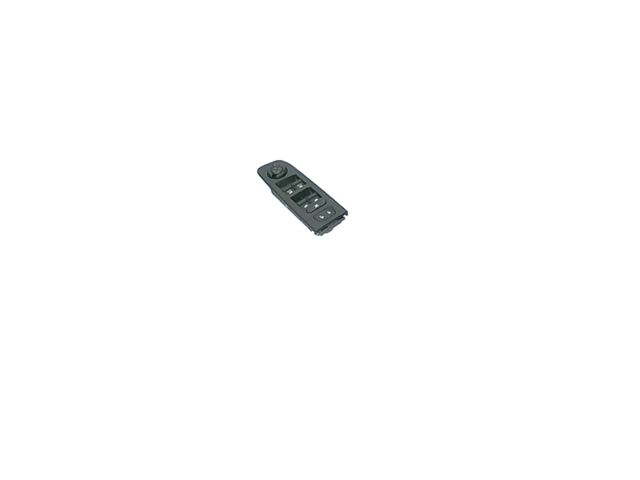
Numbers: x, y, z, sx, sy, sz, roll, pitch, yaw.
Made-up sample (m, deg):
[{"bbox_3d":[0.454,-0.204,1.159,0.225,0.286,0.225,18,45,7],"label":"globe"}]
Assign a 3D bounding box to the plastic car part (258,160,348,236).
[{"bbox_3d":[-0.034,-0.073,0.743,0.066,0.203,0.067,-37,-32,-11],"label":"plastic car part"}]
